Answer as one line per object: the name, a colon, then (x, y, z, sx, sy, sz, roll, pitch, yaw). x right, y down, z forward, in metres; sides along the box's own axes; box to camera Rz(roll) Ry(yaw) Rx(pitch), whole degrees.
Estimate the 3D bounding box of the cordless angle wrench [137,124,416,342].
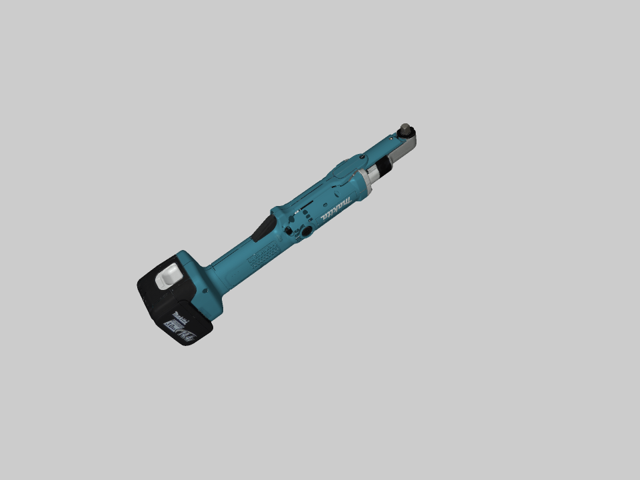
cordless angle wrench: (-0.034, -0.026, 0.569, 0.074, 0.422, 0.098, 46, -13, 37)
